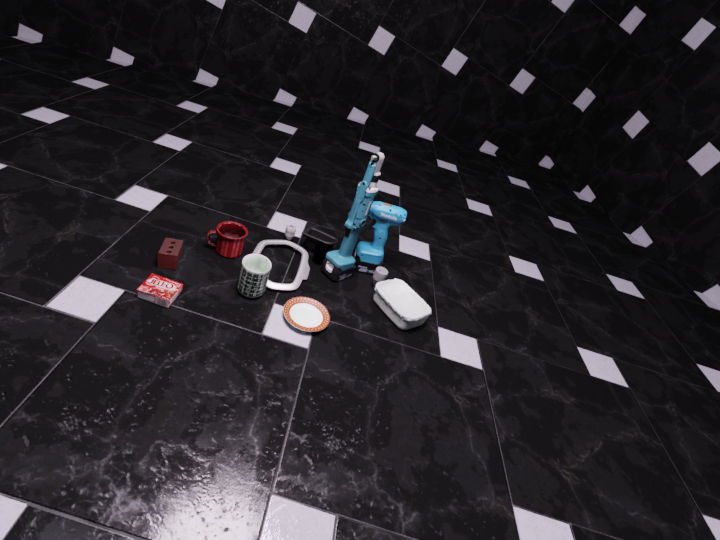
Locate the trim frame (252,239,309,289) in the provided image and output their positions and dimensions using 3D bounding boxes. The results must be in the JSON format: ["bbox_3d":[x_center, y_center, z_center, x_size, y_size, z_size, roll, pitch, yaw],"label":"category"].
[{"bbox_3d":[-0.246,-0.022,1.302,0.183,0.027,0.254,15,34,-5],"label":"trim frame"}]

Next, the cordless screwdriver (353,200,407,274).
[{"bbox_3d":[0.031,-0.110,1.359,0.158,0.245,0.076,17,33,-6],"label":"cordless screwdriver"}]

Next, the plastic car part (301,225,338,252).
[{"bbox_3d":[-0.138,-0.090,1.411,0.120,0.070,0.065,28,34,13],"label":"plastic car part"}]

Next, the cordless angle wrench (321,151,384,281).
[{"bbox_3d":[-0.012,-0.153,1.245,0.094,0.417,0.078,-17,49,-44],"label":"cordless angle wrench"}]
